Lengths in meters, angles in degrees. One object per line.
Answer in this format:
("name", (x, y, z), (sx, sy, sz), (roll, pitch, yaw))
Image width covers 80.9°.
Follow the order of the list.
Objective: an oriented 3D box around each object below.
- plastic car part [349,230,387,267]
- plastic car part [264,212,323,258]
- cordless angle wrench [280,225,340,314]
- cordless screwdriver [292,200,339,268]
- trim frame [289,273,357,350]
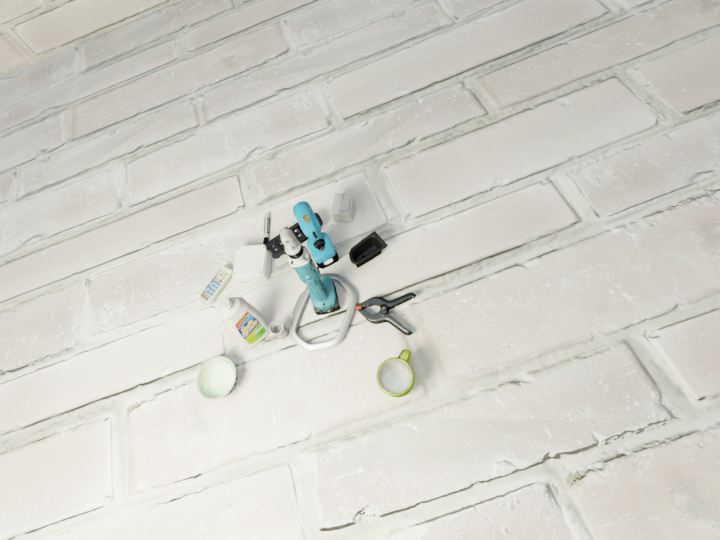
("plastic car part", (0.019, -0.052, 1.280), (0.116, 0.068, 0.069), (-36, 63, -6))
("plastic car part", (-0.205, -0.107, 1.366), (0.202, 0.064, 0.069), (-38, 63, -6))
("cordless angle wrench", (-0.132, 0.007, 1.095), (0.075, 0.406, 0.101), (-14, 63, 3))
("cordless screwdriver", (-0.120, -0.079, 1.231), (0.074, 0.238, 0.166), (-27, 63, -3))
("trim frame", (-0.113, 0.120, 1.250), (0.191, 0.026, 0.250), (13, 68, 20))
